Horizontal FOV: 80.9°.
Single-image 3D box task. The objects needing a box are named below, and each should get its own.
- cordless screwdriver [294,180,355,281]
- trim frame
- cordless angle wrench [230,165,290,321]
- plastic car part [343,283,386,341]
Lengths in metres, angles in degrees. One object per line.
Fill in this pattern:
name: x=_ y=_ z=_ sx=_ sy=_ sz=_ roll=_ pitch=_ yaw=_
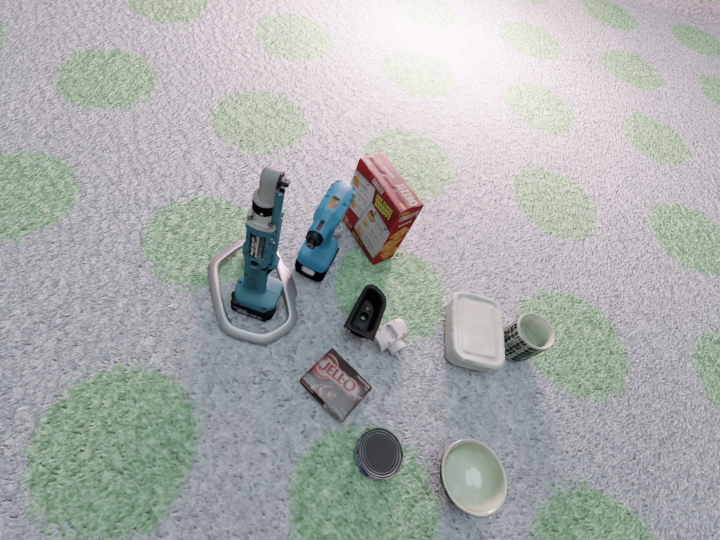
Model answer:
cordless screwdriver: x=-0.085 y=-0.056 z=0.871 sx=0.075 sy=0.246 sz=0.160 roll=27 pitch=57 yaw=0
trim frame: x=-0.229 y=0.040 z=0.912 sx=0.180 sy=0.027 sz=0.258 roll=-13 pitch=62 yaw=-19
cordless angle wrench: x=-0.173 y=-0.032 z=0.735 sx=0.098 sy=0.419 sz=0.075 roll=21 pitch=57 yaw=-4
plastic car part: x=0.010 y=0.096 z=0.900 sx=0.066 sy=0.070 sz=0.117 roll=26 pitch=57 yaw=2
